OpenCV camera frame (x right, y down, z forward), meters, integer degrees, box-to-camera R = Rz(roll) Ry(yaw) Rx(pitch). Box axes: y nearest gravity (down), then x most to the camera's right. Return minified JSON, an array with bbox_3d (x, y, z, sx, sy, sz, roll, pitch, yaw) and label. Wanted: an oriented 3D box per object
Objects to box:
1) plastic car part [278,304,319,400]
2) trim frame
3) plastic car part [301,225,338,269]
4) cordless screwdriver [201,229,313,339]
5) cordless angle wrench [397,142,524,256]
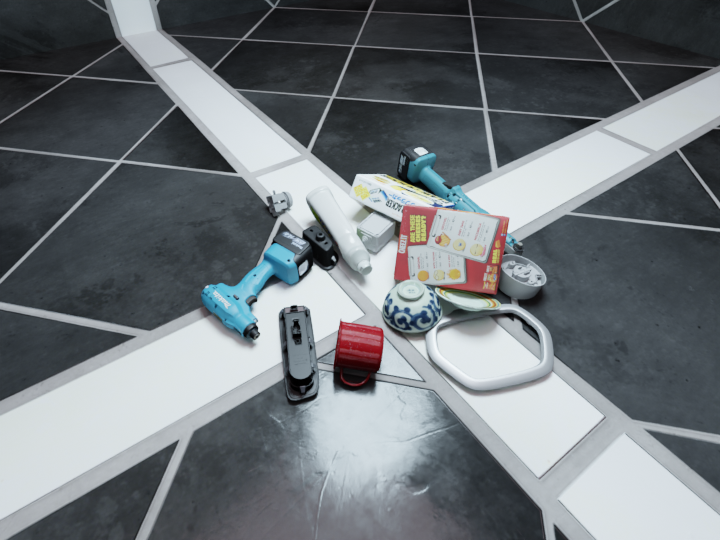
[{"bbox_3d":[-0.116,0.140,0.799,0.065,0.065,0.211,-2,48,-13],"label":"plastic car part"},{"bbox_3d":[0.248,0.138,0.815,0.245,0.026,0.193,-13,48,-9],"label":"trim frame"},{"bbox_3d":[-0.097,-0.063,0.988,0.065,0.068,0.123,-31,50,-25],"label":"plastic car part"},{"bbox_3d":[-0.196,0.029,0.900,0.167,0.072,0.245,32,58,28],"label":"cordless screwdriver"},{"bbox_3d":[0.252,-0.179,1.091,0.073,0.095,0.445,-22,53,-22],"label":"cordless angle wrench"}]
